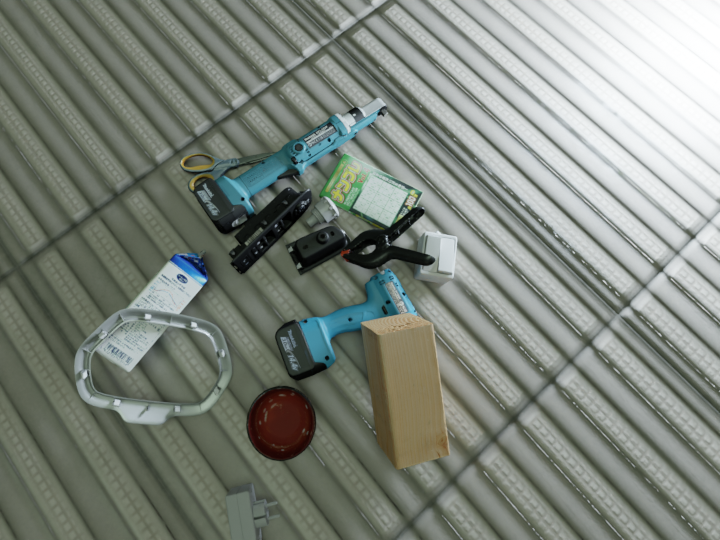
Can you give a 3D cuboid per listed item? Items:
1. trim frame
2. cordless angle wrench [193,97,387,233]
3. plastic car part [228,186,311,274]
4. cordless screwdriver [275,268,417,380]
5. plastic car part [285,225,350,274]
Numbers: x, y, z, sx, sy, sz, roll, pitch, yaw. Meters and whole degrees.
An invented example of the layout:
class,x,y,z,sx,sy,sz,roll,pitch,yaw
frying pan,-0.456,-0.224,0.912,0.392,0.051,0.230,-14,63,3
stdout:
class,x,y,z,sx,sy,sz,roll,pitch,yaw
trim frame,-0.334,0.160,0.699,0.238,0.029,0.184,16,88,-25
cordless angle wrench,-0.122,-0.227,0.833,0.419,0.073,0.100,-36,80,-11
plastic car part,-0.173,-0.086,0.799,0.202,0.063,0.070,-43,64,-10
cordless screwdriver,-0.015,0.117,0.737,0.246,0.074,0.162,-26,79,-10
plastic car part,-0.076,-0.050,0.782,0.116,0.070,0.067,-27,80,-4
